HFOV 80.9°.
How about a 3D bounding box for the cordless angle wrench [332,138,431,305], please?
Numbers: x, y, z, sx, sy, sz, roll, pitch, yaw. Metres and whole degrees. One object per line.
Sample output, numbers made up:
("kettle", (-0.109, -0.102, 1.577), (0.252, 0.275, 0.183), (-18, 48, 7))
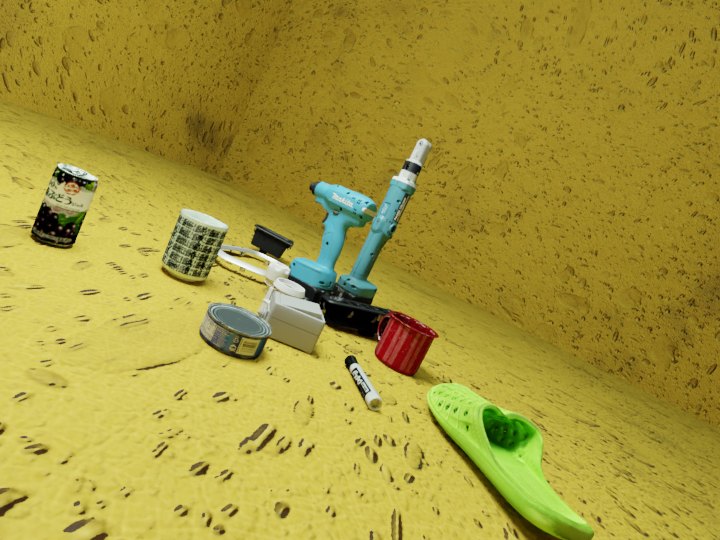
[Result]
("cordless angle wrench", (0.055, -0.102, 0.966), (0.079, 0.422, 0.093), (30, 8, 37))

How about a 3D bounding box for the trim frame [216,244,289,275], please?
("trim frame", (-0.241, -0.019, 0.954), (0.191, 0.027, 0.240), (27, 8, 18))

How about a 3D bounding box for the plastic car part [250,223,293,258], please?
("plastic car part", (-0.246, -0.072, 1.147), (0.115, 0.071, 0.067), (24, 7, -8))

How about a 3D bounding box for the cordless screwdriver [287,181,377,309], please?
("cordless screwdriver", (-0.084, -0.055, 0.856), (0.168, 0.248, 0.070), (30, 7, 33))

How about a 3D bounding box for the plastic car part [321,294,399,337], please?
("plastic car part", (0.005, 0.091, 0.828), (0.193, 0.067, 0.070), (21, 8, -29))
